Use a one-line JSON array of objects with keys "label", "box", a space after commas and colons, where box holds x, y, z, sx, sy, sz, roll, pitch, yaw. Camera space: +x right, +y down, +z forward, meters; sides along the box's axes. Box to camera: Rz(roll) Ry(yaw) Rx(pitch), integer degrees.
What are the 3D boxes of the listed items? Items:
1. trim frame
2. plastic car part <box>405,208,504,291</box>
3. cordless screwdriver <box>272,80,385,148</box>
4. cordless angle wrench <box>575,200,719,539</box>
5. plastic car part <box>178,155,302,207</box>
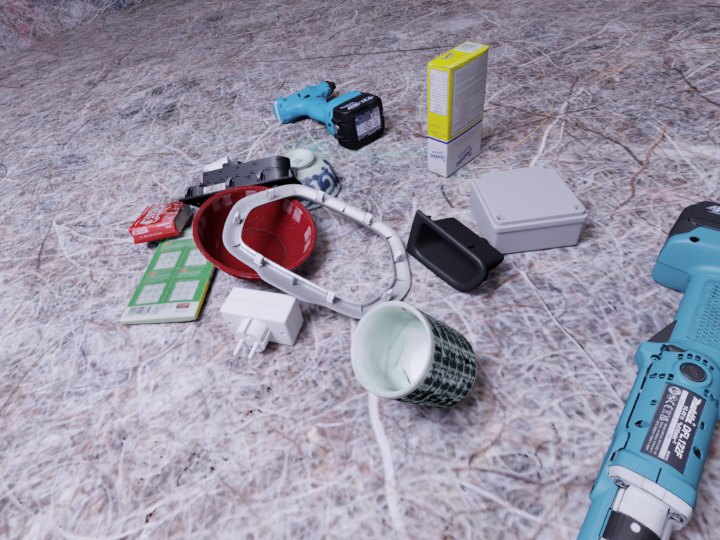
[{"label": "trim frame", "box": [-0.052, -0.034, 0.536, 0.253, 0.027, 0.184, 27, 51, 8]}, {"label": "plastic car part", "box": [0.123, -0.026, 0.522, 0.069, 0.064, 0.123, -21, 46, -31]}, {"label": "cordless screwdriver", "box": [-0.050, -0.332, 0.854, 0.157, 0.071, 0.263, -36, 45, -23]}, {"label": "cordless angle wrench", "box": [0.267, 0.097, 0.356, 0.103, 0.071, 0.419, 25, 58, 32]}, {"label": "plastic car part", "box": [-0.182, -0.138, 0.657, 0.210, 0.063, 0.068, -2, 77, 24]}]
